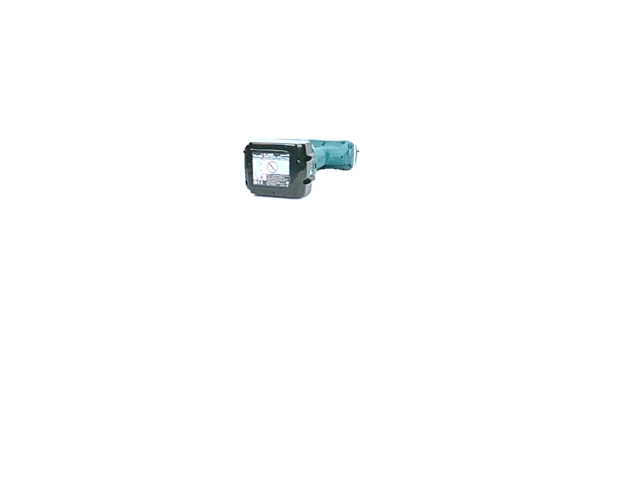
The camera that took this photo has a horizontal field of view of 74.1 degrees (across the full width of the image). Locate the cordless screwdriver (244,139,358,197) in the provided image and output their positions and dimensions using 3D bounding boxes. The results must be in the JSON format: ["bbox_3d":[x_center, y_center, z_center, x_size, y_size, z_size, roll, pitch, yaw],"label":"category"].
[{"bbox_3d":[-0.046,-0.130,0.686,0.160,0.074,0.247,7,18,19],"label":"cordless screwdriver"}]
